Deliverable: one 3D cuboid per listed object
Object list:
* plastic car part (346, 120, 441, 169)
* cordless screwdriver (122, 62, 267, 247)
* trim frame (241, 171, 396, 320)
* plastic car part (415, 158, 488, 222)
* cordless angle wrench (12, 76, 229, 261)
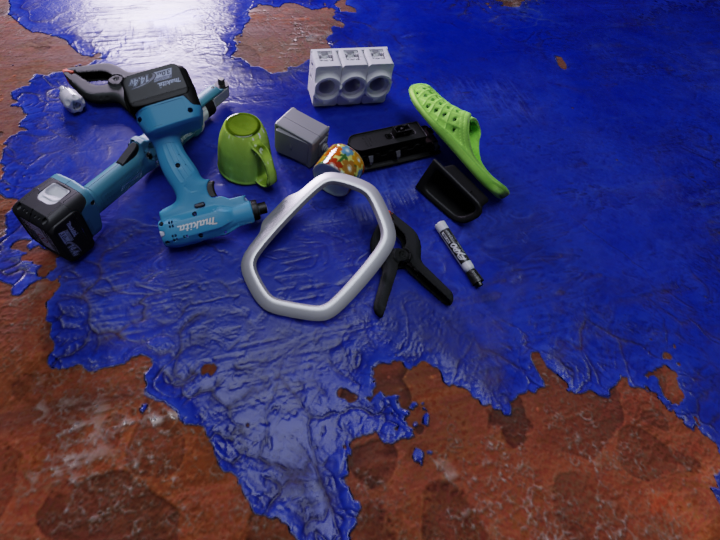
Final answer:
[{"bbox_3d":[0.052,-0.226,0.759,0.200,0.066,0.068,-18,71,-13],"label":"plastic car part"},{"bbox_3d":[-0.242,-0.170,0.625,0.157,0.076,0.246,-16,96,-12],"label":"cordless screwdriver"},{"bbox_3d":[-0.061,-0.040,0.624,0.189,0.027,0.248,38,78,12],"label":"trim frame"},{"bbox_3d":[0.166,-0.136,0.719,0.120,0.065,0.069,46,49,15],"label":"plastic car part"},{"bbox_3d":[-0.344,-0.197,0.689,0.076,0.096,0.423,26,56,6],"label":"cordless angle wrench"}]
